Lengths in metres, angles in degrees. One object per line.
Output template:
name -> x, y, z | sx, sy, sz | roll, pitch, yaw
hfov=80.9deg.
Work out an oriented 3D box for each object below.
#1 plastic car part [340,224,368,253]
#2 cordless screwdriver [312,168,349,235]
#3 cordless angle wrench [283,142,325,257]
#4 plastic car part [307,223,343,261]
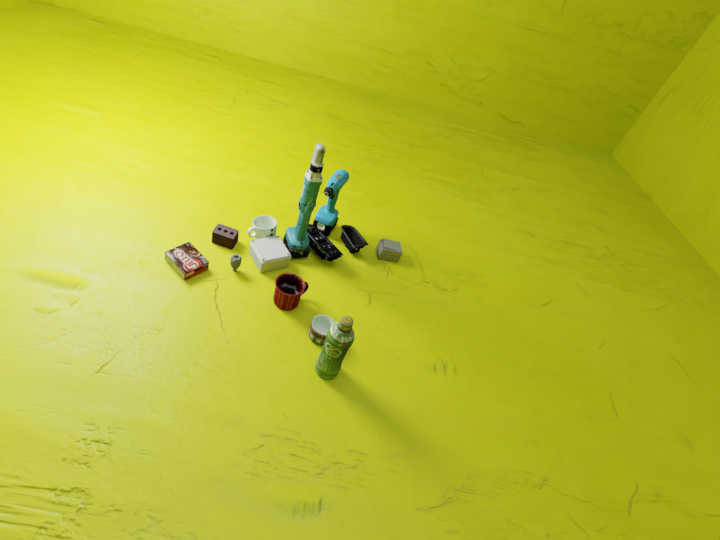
plastic car part -> -0.034, -0.107, 1.550 | 0.064, 0.070, 0.122 | -13, 50, -32
cordless screwdriver -> -0.115, -0.233, 1.528 | 0.075, 0.245, 0.159 | 26, 41, 5
cordless angle wrench -> -0.173, -0.215, 1.360 | 0.072, 0.417, 0.103 | -4, 47, -27
plastic car part -> -0.147, -0.096, 1.504 | 0.064, 0.066, 0.213 | -16, 51, -34
